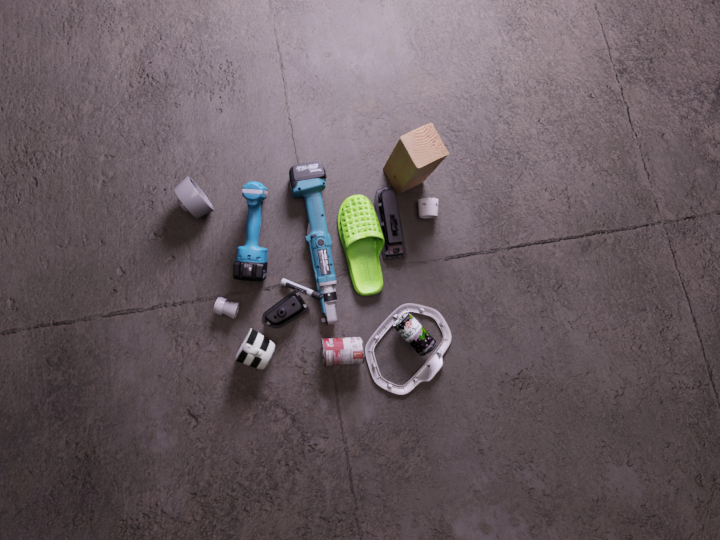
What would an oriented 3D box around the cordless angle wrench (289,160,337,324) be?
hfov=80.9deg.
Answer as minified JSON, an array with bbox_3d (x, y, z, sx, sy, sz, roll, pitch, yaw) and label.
[{"bbox_3d":[-0.109,-0.071,1.111,0.097,0.074,0.427,-10,83,-7],"label":"cordless angle wrench"}]

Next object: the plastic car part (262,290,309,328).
[{"bbox_3d":[-0.193,0.103,1.073,0.115,0.071,0.067,-33,85,-12],"label":"plastic car part"}]

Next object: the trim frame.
[{"bbox_3d":[0.126,0.200,1.097,0.185,0.027,0.247,43,79,3],"label":"trim frame"}]

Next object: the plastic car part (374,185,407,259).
[{"bbox_3d":[0.080,-0.134,1.137,0.066,0.066,0.206,-8,78,0],"label":"plastic car part"}]

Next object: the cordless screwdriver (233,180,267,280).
[{"bbox_3d":[-0.271,-0.101,1.086,0.074,0.161,0.247,4,96,-4],"label":"cordless screwdriver"}]
